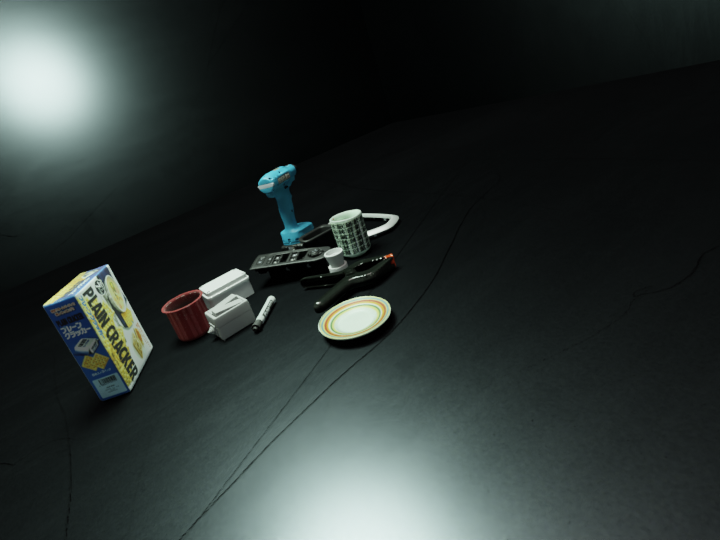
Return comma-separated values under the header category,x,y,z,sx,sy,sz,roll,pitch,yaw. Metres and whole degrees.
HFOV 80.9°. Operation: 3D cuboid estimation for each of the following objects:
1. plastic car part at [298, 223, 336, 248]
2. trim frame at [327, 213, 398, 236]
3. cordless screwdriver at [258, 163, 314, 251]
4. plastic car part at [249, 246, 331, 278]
category,x,y,z,sx,sy,sz,roll,pitch,yaw
plastic car part,-0.109,-0.071,1.113,0.069,0.069,0.114,3,31,45
trim frame,-0.006,-0.128,1.211,0.261,0.027,0.180,7,34,46
cordless screwdriver,-0.183,-0.162,1.152,0.077,0.242,0.158,-8,23,28
plastic car part,-0.165,-0.015,1.036,0.208,0.065,0.066,-11,22,19
